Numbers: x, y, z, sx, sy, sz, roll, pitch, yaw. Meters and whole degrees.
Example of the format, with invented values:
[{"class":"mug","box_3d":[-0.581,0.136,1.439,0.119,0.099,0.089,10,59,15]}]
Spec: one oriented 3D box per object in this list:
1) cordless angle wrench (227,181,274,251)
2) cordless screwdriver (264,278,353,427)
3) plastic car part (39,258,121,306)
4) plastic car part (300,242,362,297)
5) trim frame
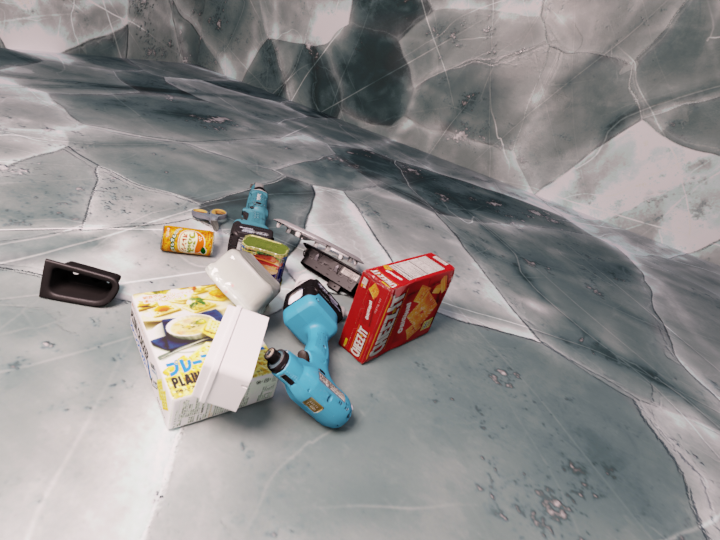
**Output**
[{"class":"cordless angle wrench","box_3d":[-0.274,-0.151,1.102,0.096,0.073,0.438,10,26,-16]},{"class":"cordless screwdriver","box_3d":[-0.087,0.105,0.666,0.152,0.075,0.257,48,15,-28]},{"class":"plastic car part","box_3d":[-0.460,0.017,0.712,0.114,0.065,0.073,14,13,-15]},{"class":"plastic car part","box_3d":[-0.057,0.007,0.941,0.212,0.067,0.063,34,-8,24]},{"class":"trim frame","box_3d":[-0.096,-0.063,0.978,0.234,0.027,0.195,24,2,-44]}]
